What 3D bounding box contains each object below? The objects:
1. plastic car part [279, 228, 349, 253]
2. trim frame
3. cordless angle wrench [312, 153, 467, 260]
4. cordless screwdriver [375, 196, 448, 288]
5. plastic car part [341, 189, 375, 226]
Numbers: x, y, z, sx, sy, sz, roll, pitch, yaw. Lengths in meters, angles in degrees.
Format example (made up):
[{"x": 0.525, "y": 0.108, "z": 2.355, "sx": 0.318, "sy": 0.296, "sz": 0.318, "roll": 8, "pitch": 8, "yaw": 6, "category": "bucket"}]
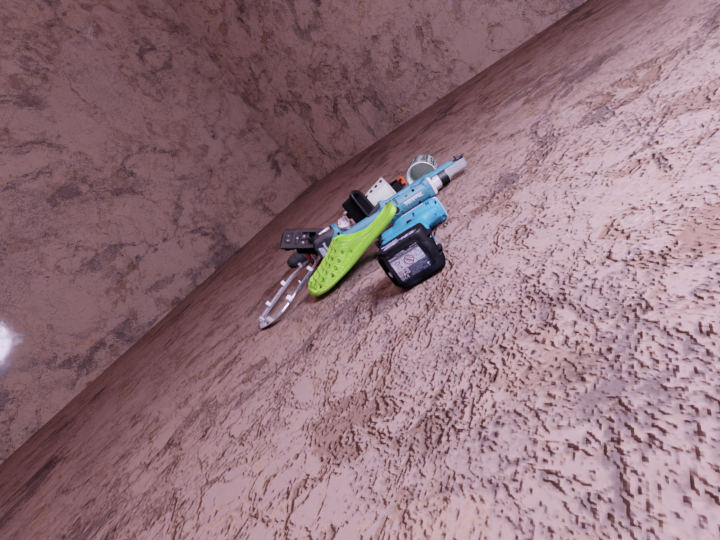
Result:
[{"x": -0.110, "y": -0.072, "z": 1.130, "sx": 0.208, "sy": 0.064, "sz": 0.068, "roll": -3, "pitch": 48, "yaw": 16, "category": "plastic car part"}, {"x": -0.183, "y": 0.047, "z": 1.085, "sx": 0.190, "sy": 0.027, "sz": 0.248, "roll": -20, "pitch": 31, "yaw": 53, "category": "trim frame"}, {"x": 0.078, "y": -0.150, "z": 1.036, "sx": 0.423, "sy": 0.096, "sz": 0.076, "roll": -33, "pitch": 13, "yaw": 1, "category": "cordless angle wrench"}, {"x": 0.080, "y": -0.051, "z": 0.784, "sx": 0.162, "sy": 0.073, "sz": 0.249, "roll": -32, "pitch": 14, "yaw": 23, "category": "cordless screwdriver"}, {"x": -0.004, "y": -0.163, "z": 1.173, "sx": 0.072, "sy": 0.115, "sz": 0.066, "roll": -38, "pitch": 10, "yaw": 35, "category": "plastic car part"}]
